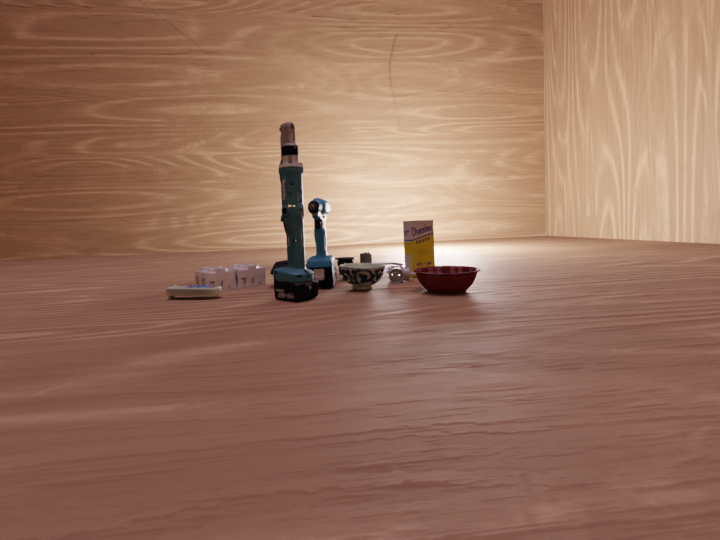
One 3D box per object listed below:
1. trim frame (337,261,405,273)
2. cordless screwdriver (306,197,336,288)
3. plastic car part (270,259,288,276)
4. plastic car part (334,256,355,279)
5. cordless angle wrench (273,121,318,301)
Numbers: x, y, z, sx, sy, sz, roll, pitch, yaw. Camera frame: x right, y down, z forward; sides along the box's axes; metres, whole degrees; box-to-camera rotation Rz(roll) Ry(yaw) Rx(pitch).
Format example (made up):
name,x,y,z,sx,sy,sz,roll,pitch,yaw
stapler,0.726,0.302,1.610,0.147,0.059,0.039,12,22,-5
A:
name,x,y,z,sx,sy,sz,roll,pitch,yaw
trim frame,0.044,-0.006,1.458,0.250,0.027,0.184,-2,7,3
cordless screwdriver,-0.114,-0.074,1.161,0.075,0.248,0.158,-2,4,5
plastic car part,-0.233,0.008,1.273,0.066,0.066,0.205,-3,7,-5
plastic car part,-0.046,-0.008,1.325,0.066,0.070,0.117,-2,6,-3
cordless angle wrench,-0.163,-0.141,1.011,0.103,0.421,0.071,1,4,41
